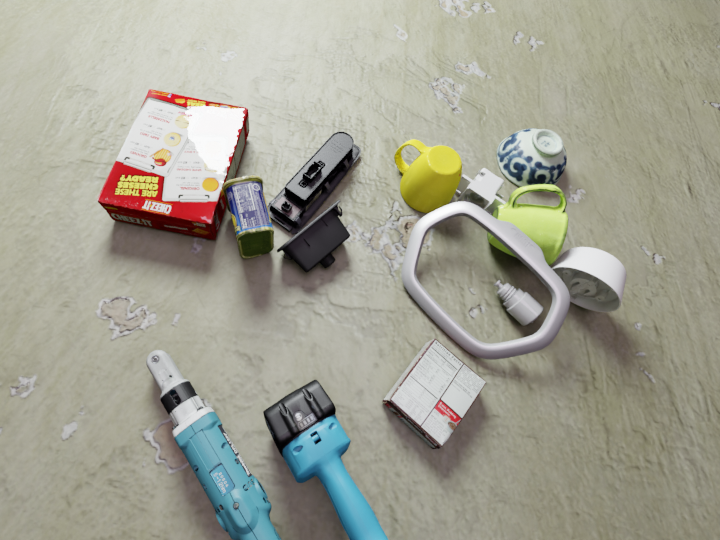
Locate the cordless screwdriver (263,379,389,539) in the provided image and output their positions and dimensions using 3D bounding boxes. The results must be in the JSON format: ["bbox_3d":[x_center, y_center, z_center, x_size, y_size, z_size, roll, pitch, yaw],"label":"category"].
[{"bbox_3d":[-0.018,0.260,0.476,0.073,0.154,0.261,-26,58,-22],"label":"cordless screwdriver"}]

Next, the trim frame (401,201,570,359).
[{"bbox_3d":[0.176,0.013,0.617,0.184,0.027,0.256,-46,75,4],"label":"trim frame"}]

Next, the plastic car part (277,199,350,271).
[{"bbox_3d":[-0.062,-0.041,0.635,0.071,0.067,0.115,47,72,-4],"label":"plastic car part"}]

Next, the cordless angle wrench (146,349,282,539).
[{"bbox_3d":[-0.132,0.264,0.474,0.073,0.096,0.437,-35,71,-17],"label":"cordless angle wrench"}]

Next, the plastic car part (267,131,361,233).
[{"bbox_3d":[-0.071,-0.157,0.683,0.068,0.065,0.202,31,64,13],"label":"plastic car part"}]
